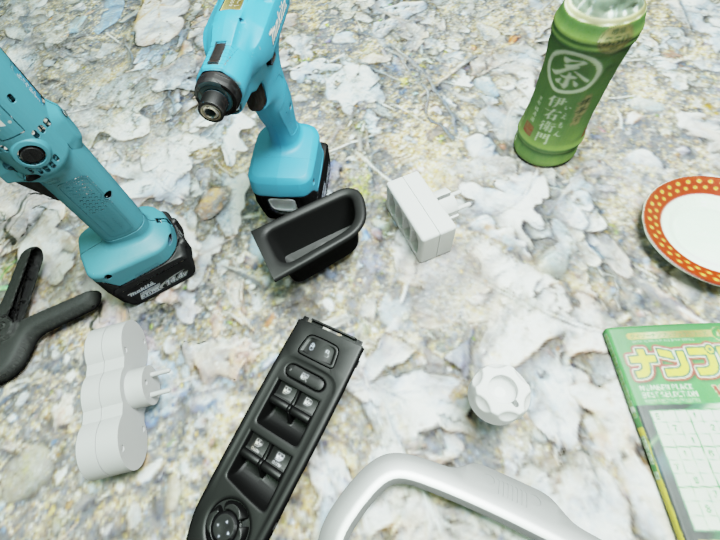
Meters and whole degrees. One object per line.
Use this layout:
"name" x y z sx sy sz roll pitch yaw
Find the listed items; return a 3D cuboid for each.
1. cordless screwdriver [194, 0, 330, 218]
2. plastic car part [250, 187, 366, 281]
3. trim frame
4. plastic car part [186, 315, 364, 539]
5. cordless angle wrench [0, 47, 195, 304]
"cordless screwdriver" -0.086 -0.130 0.406 0.075 0.240 0.162 4 62 7
"plastic car part" -0.043 -0.028 0.440 0.116 0.068 0.069 -26 61 -8
"trim frame" 0.087 0.238 0.290 0.257 0.026 0.185 17 64 18
"plastic car part" -0.067 0.143 0.348 0.069 0.064 0.203 22 66 18
"cordless angle wrench" -0.251 -0.101 0.318 0.097 0.408 0.078 -28 63 -11
